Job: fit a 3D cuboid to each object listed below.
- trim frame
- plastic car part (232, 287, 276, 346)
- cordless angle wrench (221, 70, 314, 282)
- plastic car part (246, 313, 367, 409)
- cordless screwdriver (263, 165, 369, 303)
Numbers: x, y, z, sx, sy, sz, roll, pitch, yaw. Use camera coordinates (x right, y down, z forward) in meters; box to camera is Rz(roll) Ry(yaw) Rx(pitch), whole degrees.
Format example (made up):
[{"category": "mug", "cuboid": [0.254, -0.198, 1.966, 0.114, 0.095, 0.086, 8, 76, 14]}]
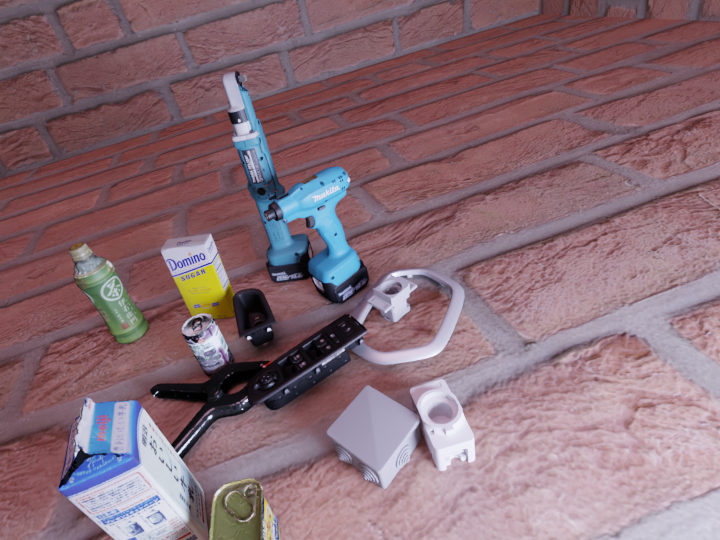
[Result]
[{"category": "trim frame", "cuboid": [0.074, 0.070, 0.731, 0.192, 0.026, 0.248, 6, 41, 27]}, {"category": "plastic car part", "cuboid": [-0.189, 0.090, 0.767, 0.065, 0.068, 0.122, -22, 36, -11]}, {"category": "cordless angle wrench", "cuboid": [-0.183, -0.163, 0.813, 0.099, 0.406, 0.076, -7, 34, 9]}, {"category": "plastic car part", "cuboid": [-0.082, 0.147, 0.654, 0.200, 0.064, 0.070, -28, 37, -18]}, {"category": "cordless screwdriver", "cuboid": [-0.075, -0.049, 0.764, 0.156, 0.239, 0.079, -31, 38, -24]}]
